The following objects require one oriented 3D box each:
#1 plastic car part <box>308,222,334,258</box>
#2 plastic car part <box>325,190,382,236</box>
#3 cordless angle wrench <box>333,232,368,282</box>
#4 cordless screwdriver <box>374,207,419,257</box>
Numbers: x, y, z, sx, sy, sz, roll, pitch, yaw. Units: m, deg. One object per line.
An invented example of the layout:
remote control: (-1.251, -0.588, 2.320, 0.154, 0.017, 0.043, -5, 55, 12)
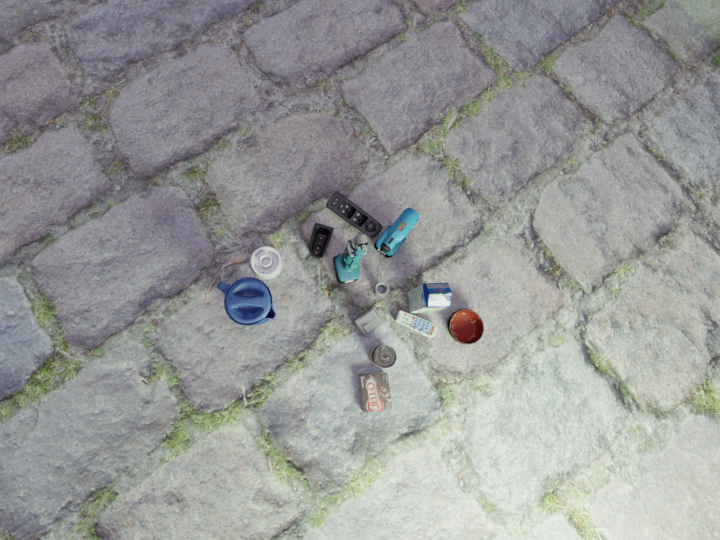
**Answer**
plastic car part: (-0.138, -0.090, 1.412, 0.066, 0.070, 0.117, 17, 76, -1)
plastic car part: (-0.022, -0.182, 1.441, 0.205, 0.066, 0.066, 35, 77, 6)
cordless angle wrench: (-0.024, -0.042, 1.225, 0.073, 0.421, 0.099, -10, 81, -9)
cordless screwdriver: (0.096, -0.095, 1.332, 0.075, 0.247, 0.159, 39, 77, 1)
